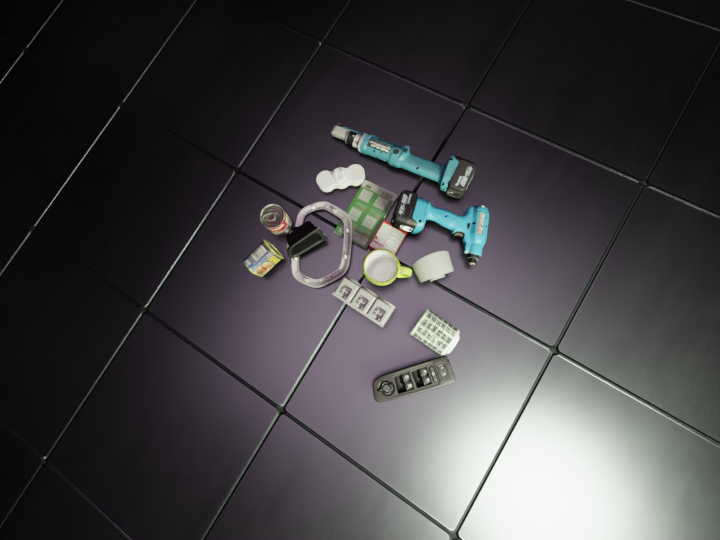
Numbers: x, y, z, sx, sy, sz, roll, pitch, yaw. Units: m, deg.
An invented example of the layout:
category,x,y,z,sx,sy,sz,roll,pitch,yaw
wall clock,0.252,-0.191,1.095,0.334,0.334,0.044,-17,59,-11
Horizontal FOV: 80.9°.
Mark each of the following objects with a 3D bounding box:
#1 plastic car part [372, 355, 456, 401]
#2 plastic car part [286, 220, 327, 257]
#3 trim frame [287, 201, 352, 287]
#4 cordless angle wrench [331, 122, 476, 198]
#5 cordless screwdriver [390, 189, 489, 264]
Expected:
category,x,y,z,sx,sy,sz,roll,pitch,yaw
plastic car part,0.125,0.270,1.054,0.203,0.066,0.067,-18,84,1
plastic car part,-0.162,-0.094,1.170,0.118,0.062,0.074,-29,58,11
trim frame,-0.116,-0.076,1.188,0.189,0.026,0.251,2,80,17
cordless angle wrench,0.104,-0.326,1.195,0.436,0.072,0.098,26,83,16
cordless screwdriver,0.206,-0.114,1.112,0.250,0.073,0.161,13,73,3
